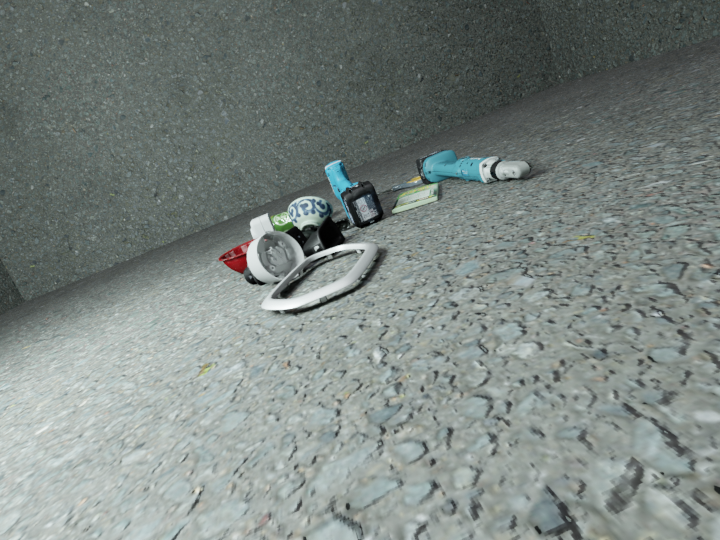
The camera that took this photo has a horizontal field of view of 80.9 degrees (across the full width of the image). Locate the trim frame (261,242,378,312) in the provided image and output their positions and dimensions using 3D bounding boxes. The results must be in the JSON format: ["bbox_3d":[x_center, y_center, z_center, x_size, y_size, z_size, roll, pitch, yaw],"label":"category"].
[{"bbox_3d":[-0.065,0.006,0.703,0.190,0.027,0.248,-13,21,22],"label":"trim frame"}]

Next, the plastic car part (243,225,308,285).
[{"bbox_3d":[-0.182,-0.027,0.895,0.069,0.065,0.201,-25,13,30],"label":"plastic car part"}]

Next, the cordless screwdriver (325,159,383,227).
[{"bbox_3d":[-0.018,-0.177,1.073,0.074,0.153,0.260,-26,31,-5],"label":"cordless screwdriver"}]

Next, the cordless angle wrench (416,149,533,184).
[{"bbox_3d":[0.257,-0.244,1.010,0.097,0.072,0.437,-24,19,-7],"label":"cordless angle wrench"}]

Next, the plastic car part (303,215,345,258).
[{"bbox_3d":[-0.087,-0.057,0.885,0.072,0.065,0.116,-31,13,27],"label":"plastic car part"}]
